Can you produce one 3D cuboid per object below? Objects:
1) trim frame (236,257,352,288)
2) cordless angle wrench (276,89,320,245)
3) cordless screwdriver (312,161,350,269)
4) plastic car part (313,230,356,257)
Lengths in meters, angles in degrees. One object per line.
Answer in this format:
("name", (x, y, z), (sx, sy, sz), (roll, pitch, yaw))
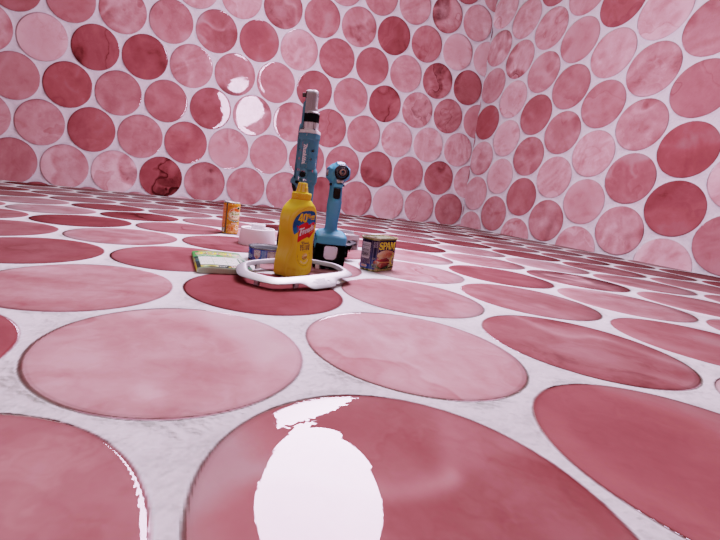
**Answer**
("trim frame", (-0.132, 0.003, 0.844), (0.237, 0.027, 0.195), (-4, 15, -45))
("cordless angle wrench", (-0.143, -0.243, 1.079), (0.100, 0.420, 0.073), (9, 8, 11))
("cordless screwdriver", (-0.062, -0.126, 0.977), (0.073, 0.247, 0.162), (6, 9, -9))
("plastic car part", (-0.114, -0.074, 1.163), (0.209, 0.066, 0.065), (10, 9, 17))
